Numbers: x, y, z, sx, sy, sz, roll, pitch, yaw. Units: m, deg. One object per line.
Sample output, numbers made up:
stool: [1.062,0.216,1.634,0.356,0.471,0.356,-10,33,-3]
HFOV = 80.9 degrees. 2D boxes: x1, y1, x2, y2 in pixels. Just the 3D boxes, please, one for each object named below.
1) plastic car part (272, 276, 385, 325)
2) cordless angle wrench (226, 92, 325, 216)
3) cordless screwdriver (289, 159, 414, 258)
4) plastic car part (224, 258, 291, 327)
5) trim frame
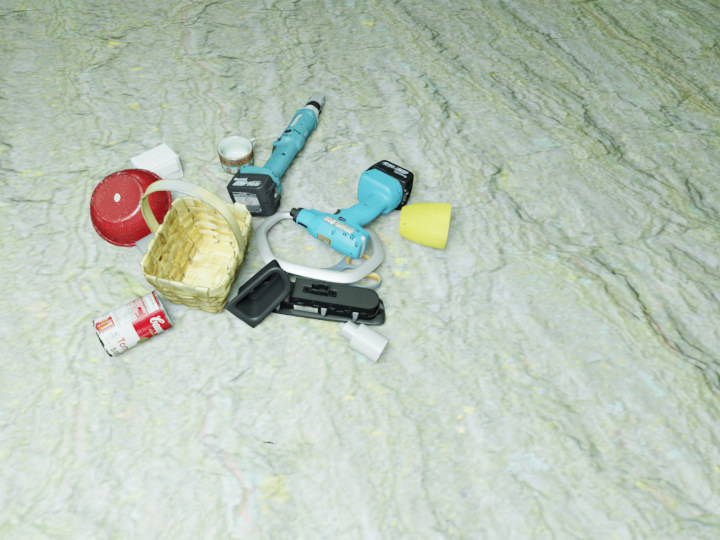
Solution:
plastic car part: [-0.053,0.047,0.731,0.203,0.065,0.068,11,48,1]
cordless angle wrench: [-0.159,-0.289,0.952,0.101,0.071,0.427,5,49,19]
cordless screwdriver: [-0.011,-0.133,0.829,0.165,0.072,0.246,27,50,20]
plastic car part: [-0.167,0.028,0.717,0.117,0.063,0.074,-43,29,10]
trim frame: [-0.078,-0.051,0.798,0.251,0.027,0.187,9,45,5]
